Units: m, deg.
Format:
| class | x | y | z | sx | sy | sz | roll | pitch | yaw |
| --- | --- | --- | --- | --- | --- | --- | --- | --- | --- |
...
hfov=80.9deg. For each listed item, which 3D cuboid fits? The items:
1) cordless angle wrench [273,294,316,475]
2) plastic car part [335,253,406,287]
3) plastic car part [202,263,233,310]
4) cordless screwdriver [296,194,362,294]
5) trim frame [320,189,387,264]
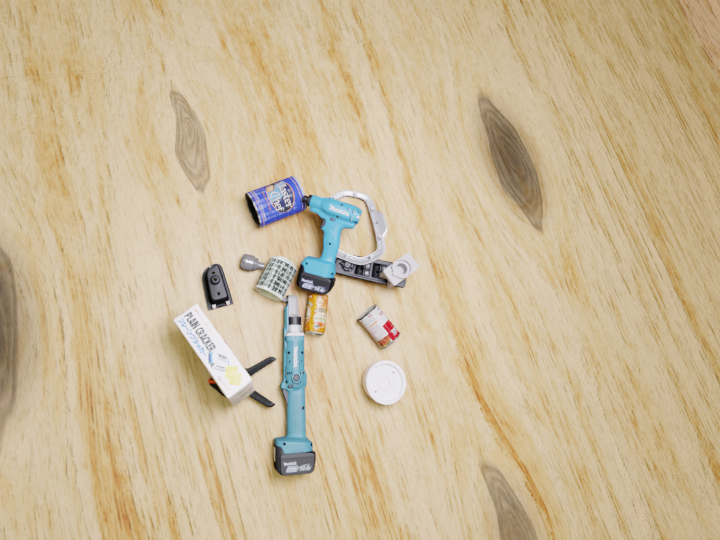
| class | x | y | z | sx | sy | sz | roll | pitch | yaw |
| --- | --- | --- | --- | --- | --- | --- | --- | --- | --- |
| cordless angle wrench | -0.168 | 0.271 | 1.062 | 0.096 | 0.075 | 0.431 | 1 | 73 | -15 |
| plastic car part | 0.023 | -0.001 | 1.178 | 0.201 | 0.067 | 0.067 | 12 | 81 | -6 |
| plastic car part | -0.368 | 0.036 | 1.076 | 0.064 | 0.072 | 0.118 | -14 | 83 | -20 |
| cordless screwdriver | -0.109 | -0.071 | 1.114 | 0.161 | 0.073 | 0.248 | 20 | 96 | 6 |
| trim frame | -0.018 | -0.129 | 1.197 | 0.181 | 0.027 | 0.257 | -6 | 61 | -12 |
